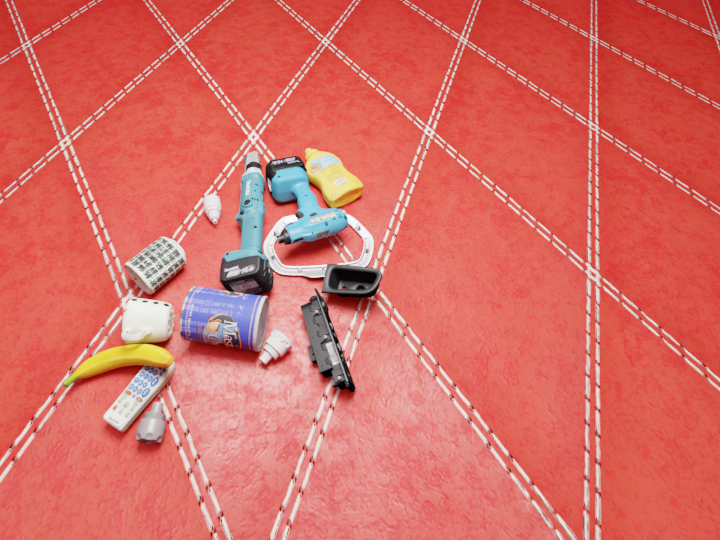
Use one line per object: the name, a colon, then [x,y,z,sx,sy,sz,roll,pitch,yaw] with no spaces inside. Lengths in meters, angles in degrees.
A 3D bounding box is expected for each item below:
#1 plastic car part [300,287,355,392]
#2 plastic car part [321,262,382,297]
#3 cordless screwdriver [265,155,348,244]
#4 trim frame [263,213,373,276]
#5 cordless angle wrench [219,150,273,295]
plastic car part: [-0.068,0.132,0.798,0.068,0.063,0.211,-25,58,10]
plastic car part: [-0.012,0.030,0.860,0.120,0.068,0.067,5,65,16]
cordless screwdriver: [-0.154,-0.157,0.963,0.155,0.072,0.262,-20,52,-21]
trim frame: [-0.093,-0.061,0.949,0.246,0.027,0.191,-4,56,-7]
cordless angle wrench: [-0.250,-0.136,0.967,0.099,0.071,0.438,-15,51,8]
